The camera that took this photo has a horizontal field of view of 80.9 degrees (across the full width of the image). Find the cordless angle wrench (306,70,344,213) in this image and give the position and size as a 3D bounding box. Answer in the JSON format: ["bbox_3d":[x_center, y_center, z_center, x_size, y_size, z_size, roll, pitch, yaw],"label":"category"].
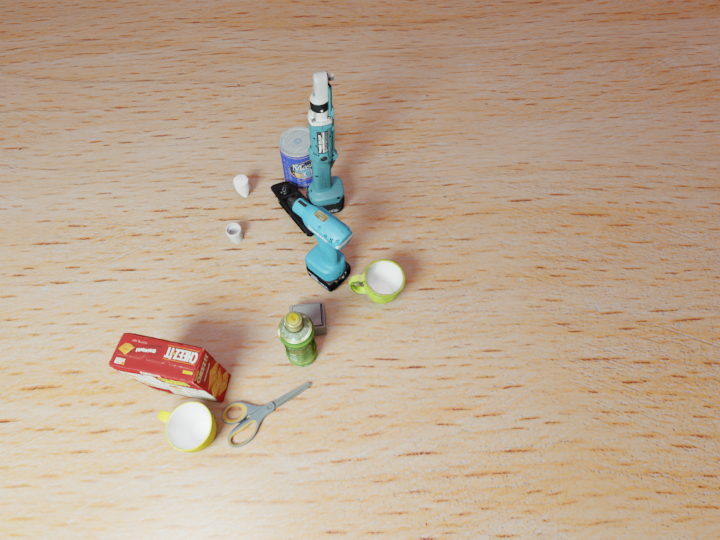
[{"bbox_3d":[-0.087,-0.277,0.978,0.097,0.411,0.077,-9,63,-7],"label":"cordless angle wrench"}]

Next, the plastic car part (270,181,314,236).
[{"bbox_3d":[-0.163,-0.160,1.114,0.065,0.065,0.212,-32,65,-16],"label":"plastic car part"}]

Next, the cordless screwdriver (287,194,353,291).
[{"bbox_3d":[-0.093,-0.061,0.954,0.165,0.242,0.074,39,68,18],"label":"cordless screwdriver"}]
